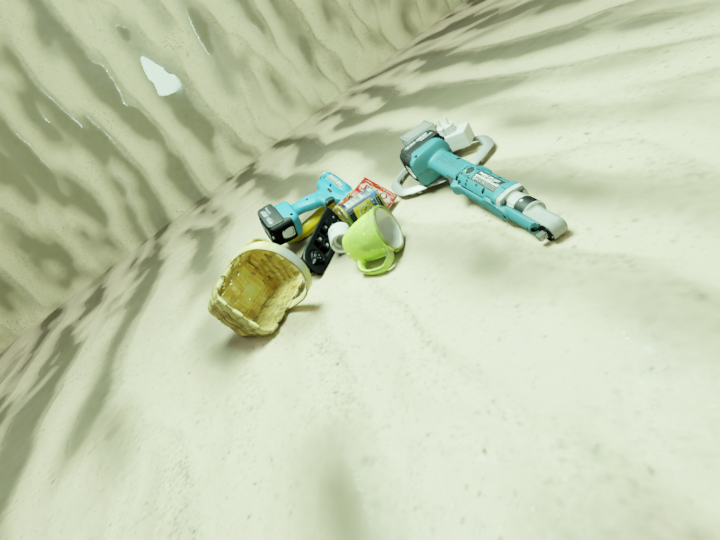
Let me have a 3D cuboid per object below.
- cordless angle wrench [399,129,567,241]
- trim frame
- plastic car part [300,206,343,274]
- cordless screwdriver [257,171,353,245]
[{"bbox_3d":[0.201,-0.156,0.748,0.098,0.071,0.443,-38,34,3],"label":"cordless angle wrench"},{"bbox_3d":[0.180,-0.237,0.962,0.257,0.026,0.186,-19,33,34],"label":"trim frame"},{"bbox_3d":[-0.094,-0.062,0.963,0.068,0.064,0.205,-32,25,32],"label":"plastic car part"},{"bbox_3d":[-0.125,-0.151,1.074,0.246,0.071,0.168,-34,51,-16],"label":"cordless screwdriver"}]
